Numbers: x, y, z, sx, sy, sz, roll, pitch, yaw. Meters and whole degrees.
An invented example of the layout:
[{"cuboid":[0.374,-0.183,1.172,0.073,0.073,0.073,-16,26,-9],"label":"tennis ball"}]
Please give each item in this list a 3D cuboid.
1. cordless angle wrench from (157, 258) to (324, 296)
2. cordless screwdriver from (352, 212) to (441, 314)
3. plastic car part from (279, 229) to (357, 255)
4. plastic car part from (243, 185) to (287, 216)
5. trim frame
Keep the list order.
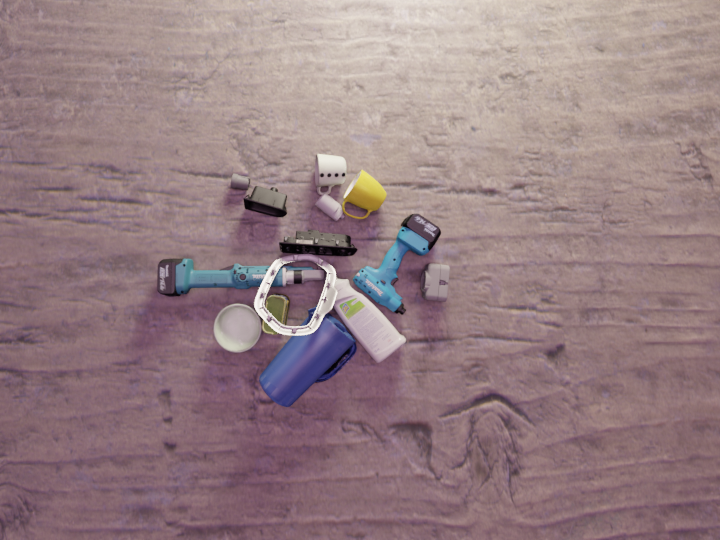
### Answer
[{"cuboid":[-0.306,0.016,1.105,0.421,0.074,0.098,-1,86,-2],"label":"cordless angle wrench"},{"cuboid":[0.115,-0.017,1.102,0.160,0.074,0.249,39,90,2],"label":"cordless screwdriver"},{"cuboid":[-0.109,-0.071,1.118,0.204,0.065,0.068,8,61,2],"label":"plastic car part"},{"cuboid":[-0.247,-0.190,1.130,0.116,0.065,0.072,12,72,-3],"label":"plastic car part"},{"cuboid":[-0.152,0.049,1.033,0.186,0.027,0.251,15,48,4],"label":"trim frame"}]
